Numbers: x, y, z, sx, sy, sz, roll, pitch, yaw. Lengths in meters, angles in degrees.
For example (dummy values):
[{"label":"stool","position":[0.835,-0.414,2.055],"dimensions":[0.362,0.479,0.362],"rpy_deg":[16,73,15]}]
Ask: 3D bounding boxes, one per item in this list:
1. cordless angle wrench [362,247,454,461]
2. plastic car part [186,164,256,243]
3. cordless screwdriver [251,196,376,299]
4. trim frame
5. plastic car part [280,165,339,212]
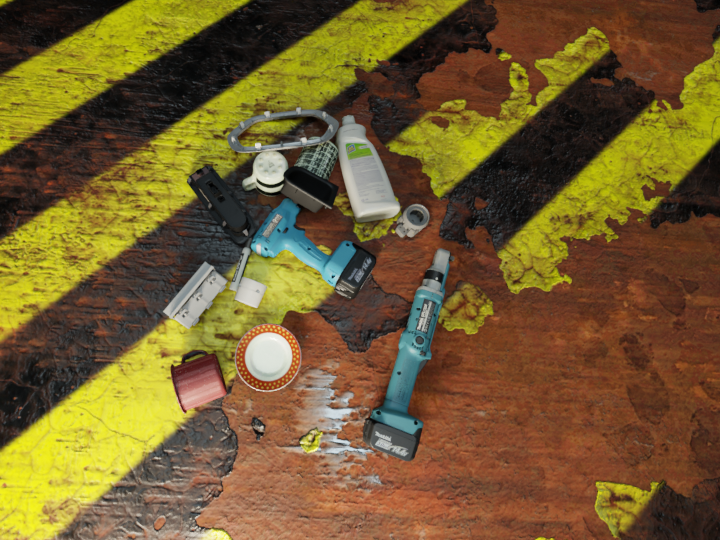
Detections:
[{"label":"cordless angle wrench","position":[0.112,0.145,0.846],"dimensions":[0.098,0.074,0.426],"rpy_deg":[20,71,-1]},{"label":"plastic car part","position":[-0.294,-0.149,0.900],"dimensions":[0.065,0.066,0.207],"rpy_deg":[-35,78,-21]},{"label":"cordless screwdriver","position":[-0.087,-0.057,0.888],"dimensions":[0.253,0.073,0.159],"rpy_deg":[27,64,7]},{"label":"trim frame","position":[-0.171,-0.310,0.930],"dimensions":[0.249,0.026,0.190],"rpy_deg":[-5,46,1]},{"label":"plastic car part","position":[-0.114,-0.162,0.879],"dimensions":[0.114,0.071,0.067],"rpy_deg":[26,51,-11]}]
